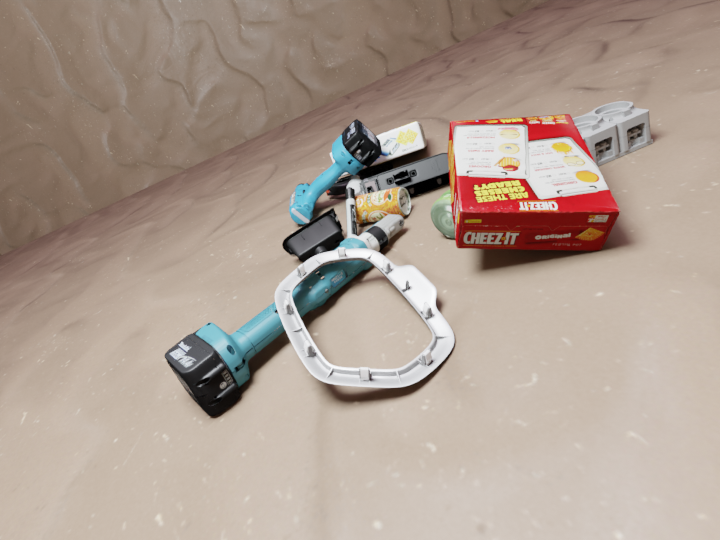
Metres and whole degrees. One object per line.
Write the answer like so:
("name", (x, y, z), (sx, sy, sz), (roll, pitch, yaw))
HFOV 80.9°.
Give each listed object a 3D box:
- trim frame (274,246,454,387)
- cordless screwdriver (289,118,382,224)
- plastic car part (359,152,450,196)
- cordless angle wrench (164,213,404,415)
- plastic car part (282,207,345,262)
("trim frame", (-0.003, 0.041, 0.510), (0.181, 0.026, 0.262), (-19, 37, -16))
("cordless screwdriver", (-0.069, -0.225, 0.953), (0.251, 0.071, 0.164), (-42, 28, 22))
("plastic car part", (0.098, -0.183, 0.820), (0.205, 0.068, 0.065), (-16, -16, 9))
("cordless angle wrench", (-0.073, 0.027, 0.617), (0.416, 0.072, 0.103), (-39, 30, -29))
("plastic car part", (-0.075, -0.049, 0.763), (0.115, 0.063, 0.075), (-33, 41, -10))
